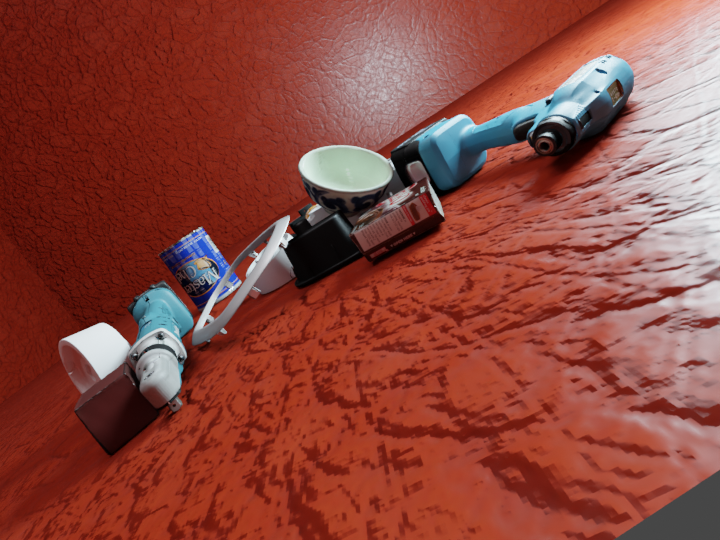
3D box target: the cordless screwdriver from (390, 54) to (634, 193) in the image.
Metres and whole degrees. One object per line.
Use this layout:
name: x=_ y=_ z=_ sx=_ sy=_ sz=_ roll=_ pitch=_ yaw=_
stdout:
cordless screwdriver: x=0.135 y=-0.138 z=0.460 sx=0.157 sy=0.072 sz=0.259 roll=-42 pitch=20 yaw=-31

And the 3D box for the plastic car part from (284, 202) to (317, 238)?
plastic car part: x=-0.084 y=-0.114 z=0.877 sx=0.201 sy=0.067 sz=0.067 roll=-33 pitch=4 yaw=-10

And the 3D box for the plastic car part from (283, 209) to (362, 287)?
plastic car part: x=-0.051 y=-0.033 z=0.518 sx=0.118 sy=0.070 sz=0.066 roll=-26 pitch=11 yaw=18

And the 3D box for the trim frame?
trim frame: x=-0.158 y=0.014 z=0.555 sx=0.254 sy=0.027 sz=0.186 roll=-29 pitch=34 yaw=54

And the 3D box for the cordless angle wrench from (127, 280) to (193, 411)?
cordless angle wrench: x=-0.265 y=0.086 z=0.559 sx=0.074 sy=0.095 sz=0.439 roll=-40 pitch=19 yaw=-17
